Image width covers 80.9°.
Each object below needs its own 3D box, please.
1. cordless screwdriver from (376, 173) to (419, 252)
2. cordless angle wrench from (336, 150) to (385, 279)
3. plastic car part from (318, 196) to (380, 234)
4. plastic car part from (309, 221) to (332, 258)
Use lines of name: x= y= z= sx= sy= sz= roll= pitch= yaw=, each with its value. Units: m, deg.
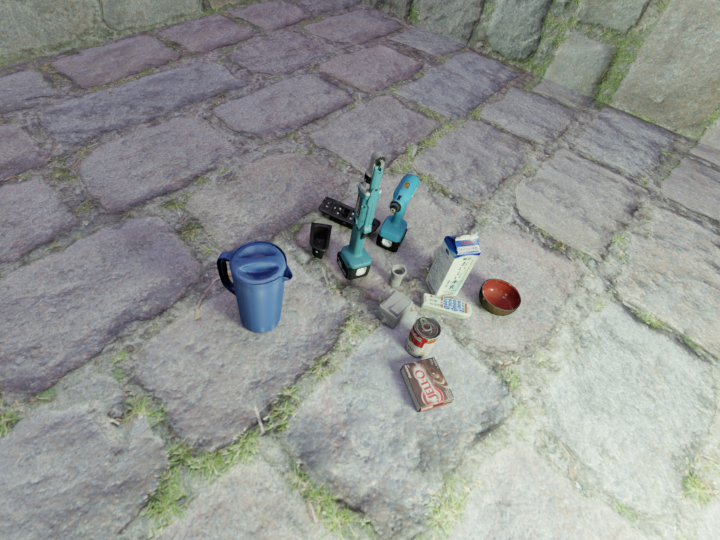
cordless screwdriver: x=0.104 y=-0.153 z=1.264 sx=0.076 sy=0.243 sz=0.159 roll=25 pitch=50 yaw=10
cordless angle wrench: x=0.008 y=-0.138 z=1.128 sx=0.072 sy=0.413 sz=0.103 roll=-13 pitch=54 yaw=-22
plastic car part: x=-0.037 y=-0.167 z=1.378 sx=0.208 sy=0.065 sz=0.066 roll=22 pitch=50 yaw=12
plastic car part: x=-0.126 y=-0.083 z=1.292 sx=0.066 sy=0.069 sz=0.120 roll=7 pitch=49 yaw=-4
